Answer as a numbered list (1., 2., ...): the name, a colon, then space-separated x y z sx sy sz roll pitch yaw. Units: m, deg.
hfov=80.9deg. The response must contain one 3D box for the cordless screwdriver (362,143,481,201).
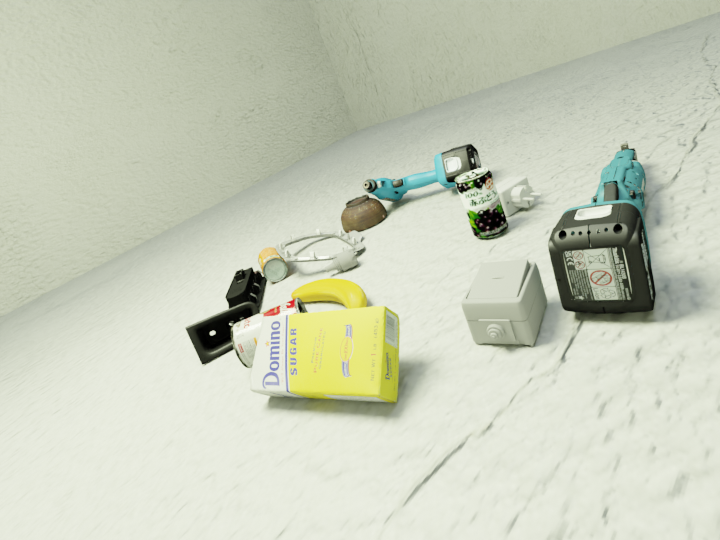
1. cordless screwdriver: 0.136 -0.212 0.958 0.258 0.075 0.152 -11 -4 34

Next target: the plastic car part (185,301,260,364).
1. plastic car part: -0.223 0.096 0.708 0.115 0.065 0.072 -26 5 -16

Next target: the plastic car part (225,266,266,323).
1. plastic car part: -0.230 0.038 0.843 0.066 0.065 0.209 -15 24 -3

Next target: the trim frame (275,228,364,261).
1. trim frame: -0.090 -0.059 0.920 0.181 0.027 0.258 -12 16 -15

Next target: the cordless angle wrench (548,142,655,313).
1. cordless angle wrench: 0.326 -0.088 0.538 0.078 0.095 0.415 -7 22 39
